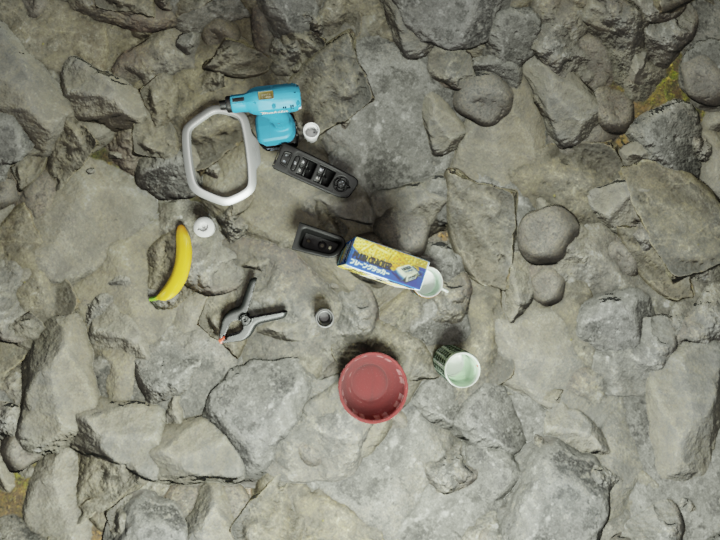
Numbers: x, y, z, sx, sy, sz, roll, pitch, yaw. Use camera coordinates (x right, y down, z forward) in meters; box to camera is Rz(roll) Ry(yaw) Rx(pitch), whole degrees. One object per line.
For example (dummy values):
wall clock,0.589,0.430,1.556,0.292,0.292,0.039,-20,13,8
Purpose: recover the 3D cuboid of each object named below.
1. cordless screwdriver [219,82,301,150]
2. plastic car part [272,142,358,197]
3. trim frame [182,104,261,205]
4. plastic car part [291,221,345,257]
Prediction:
cordless screwdriver,-0.210,-0.331,0.927,0.158,0.250,0.074,-7,90,-6
plastic car part,-0.107,-0.231,1.015,0.203,0.067,0.066,24,86,-1
trim frame,-0.337,-0.280,1.029,0.183,0.027,0.249,-8,86,-3
plastic car part,-0.098,-0.064,1.001,0.116,0.071,0.066,17,87,-3
